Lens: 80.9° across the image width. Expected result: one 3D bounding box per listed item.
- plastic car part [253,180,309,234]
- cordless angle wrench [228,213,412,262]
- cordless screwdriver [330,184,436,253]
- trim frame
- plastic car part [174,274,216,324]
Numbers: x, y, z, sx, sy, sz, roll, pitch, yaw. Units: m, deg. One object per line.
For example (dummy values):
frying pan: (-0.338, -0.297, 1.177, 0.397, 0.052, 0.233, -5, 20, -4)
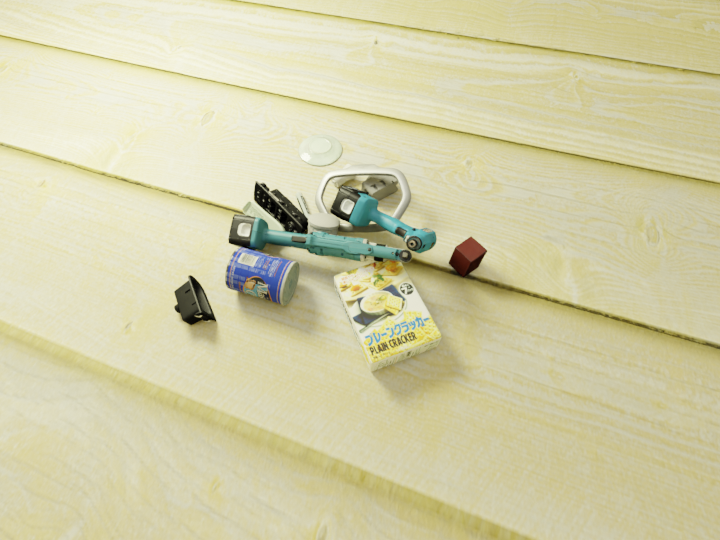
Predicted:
plastic car part: (-0.202, -0.156, 1.102, 0.065, 0.065, 0.213, -17, 53, -40)
cordless angle wrench: (-0.095, -0.062, 0.975, 0.434, 0.095, 0.075, 9, 85, 15)
cordless screwdriver: (0.047, -0.112, 0.964, 0.258, 0.154, 0.074, 29, 107, 18)
trim frame: (0.003, -0.187, 1.081, 0.255, 0.026, 0.185, 0, 82, 17)
plastic car part: (-0.389, 0.077, 0.967, 0.071, 0.063, 0.122, -35, 59, -3)
